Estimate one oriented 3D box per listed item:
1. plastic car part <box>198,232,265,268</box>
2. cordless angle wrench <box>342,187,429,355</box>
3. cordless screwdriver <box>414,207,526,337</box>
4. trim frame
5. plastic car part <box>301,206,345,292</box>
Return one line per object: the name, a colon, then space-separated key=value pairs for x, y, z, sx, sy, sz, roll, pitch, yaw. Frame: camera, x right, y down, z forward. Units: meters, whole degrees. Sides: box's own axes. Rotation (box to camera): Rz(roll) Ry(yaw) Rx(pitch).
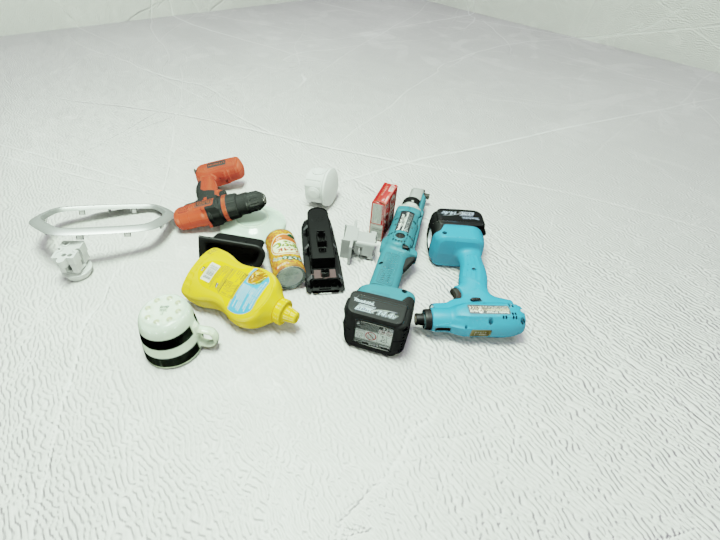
plastic car part: x=-0.224 y=-0.038 z=0.759 sx=0.116 sy=0.064 sz=0.072 roll=5 pitch=27 yaw=-1
cordless angle wrench: x=0.069 y=-0.040 z=0.755 sx=0.100 sy=0.072 sz=0.426 roll=12 pitch=41 yaw=10
cordless screwdriver: x=0.155 y=0.001 z=0.707 sx=0.159 sy=0.072 sz=0.257 roll=-1 pitch=46 yaw=-2
trim frame: x=-0.480 y=-0.097 z=0.800 sx=0.241 sy=0.027 sz=0.194 roll=-9 pitch=28 yaw=-23
plastic car part: x=-0.075 y=-0.049 z=0.770 sx=0.066 sy=0.064 sz=0.211 roll=-9 pitch=40 yaw=-3
